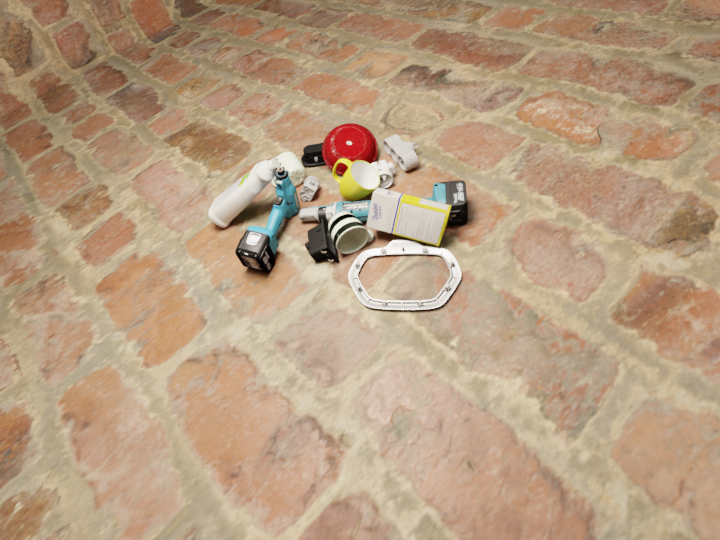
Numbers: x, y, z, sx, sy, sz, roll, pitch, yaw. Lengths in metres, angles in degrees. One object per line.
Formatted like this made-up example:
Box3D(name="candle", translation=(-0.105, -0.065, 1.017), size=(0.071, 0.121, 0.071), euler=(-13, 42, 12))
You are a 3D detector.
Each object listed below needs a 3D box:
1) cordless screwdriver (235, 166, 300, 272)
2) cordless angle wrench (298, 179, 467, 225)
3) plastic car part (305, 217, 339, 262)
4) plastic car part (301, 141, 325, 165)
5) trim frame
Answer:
Box3D(name="cordless screwdriver", translation=(-0.227, -0.130, 1.063), size=(0.076, 0.153, 0.251), euler=(14, 58, 13))
Box3D(name="cordless angle wrench", translation=(0.044, -0.154, 1.061), size=(0.434, 0.071, 0.100), euler=(-2, 52, 17))
Box3D(name="plastic car part", translation=(-0.102, -0.067, 1.044), size=(0.072, 0.062, 0.121), euler=(-27, 46, 11))
Box3D(name="plastic car part", translation=(-0.087, -0.357, 1.268), size=(0.207, 0.064, 0.068), euler=(-9, 58, 13))
Box3D(name="trim frame", translation=(0.094, 0.007, 0.944), size=(0.255, 0.026, 0.188), euler=(-2, 51, 17))
